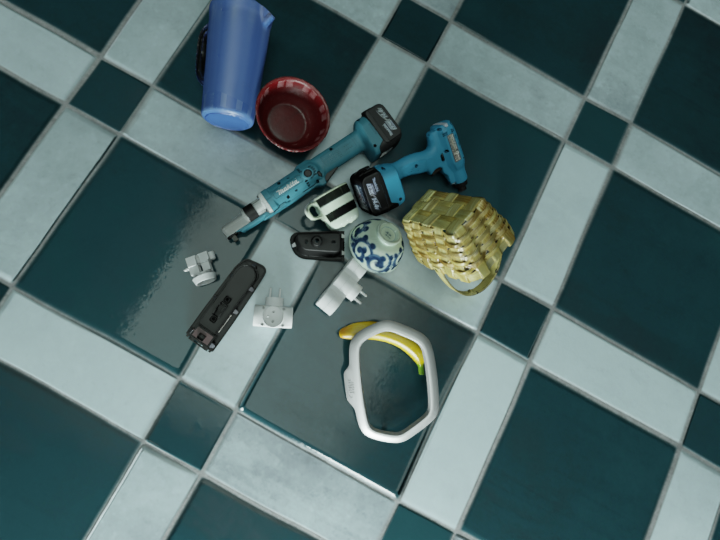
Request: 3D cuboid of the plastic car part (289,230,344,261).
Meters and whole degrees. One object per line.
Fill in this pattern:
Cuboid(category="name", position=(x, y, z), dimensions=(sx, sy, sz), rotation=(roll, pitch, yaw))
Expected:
Cuboid(category="plastic car part", position=(-0.085, -0.055, 0.867), dimensions=(0.115, 0.071, 0.066), rotation=(1, 82, -10))

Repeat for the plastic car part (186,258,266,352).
Cuboid(category="plastic car part", position=(-0.267, 0.061, 0.840), dimensions=(0.067, 0.066, 0.203), rotation=(33, 77, 4))

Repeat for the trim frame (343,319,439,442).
Cuboid(category="trim frame", position=(0.061, 0.220, 0.840), dimensions=(0.184, 0.028, 0.247), rotation=(-8, 94, -1))

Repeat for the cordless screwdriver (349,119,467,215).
Cuboid(category="cordless screwdriver", position=(0.112, -0.192, 0.897), dimensions=(0.247, 0.077, 0.154), rotation=(-31, 113, -8))

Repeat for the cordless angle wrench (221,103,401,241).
Cuboid(category="cordless angle wrench", position=(-0.109, -0.196, 0.888), dimensions=(0.421, 0.074, 0.098), rotation=(-35, 88, -7))
